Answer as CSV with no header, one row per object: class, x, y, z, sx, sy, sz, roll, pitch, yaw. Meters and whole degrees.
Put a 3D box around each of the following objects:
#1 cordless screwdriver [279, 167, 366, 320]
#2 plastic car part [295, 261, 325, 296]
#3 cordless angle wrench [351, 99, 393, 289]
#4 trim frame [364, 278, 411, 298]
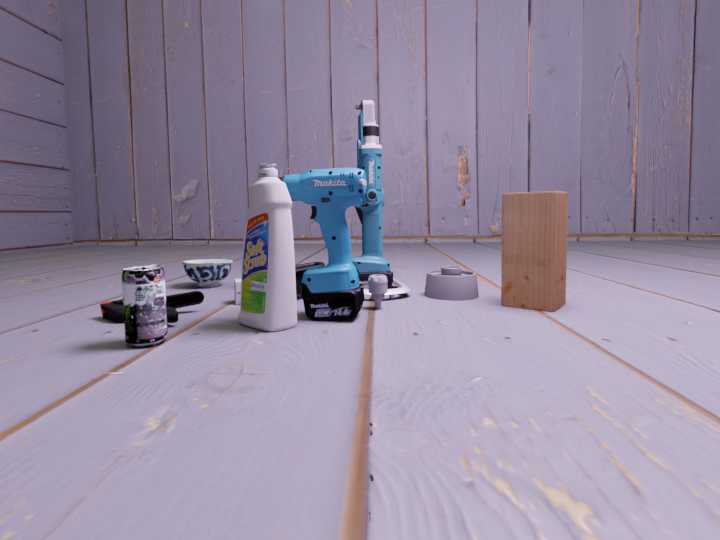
cordless screwdriver,-0.070,-0.046,0.713,0.163,0.247,0.073,0,4,13
plastic car part,-0.121,0.022,0.888,0.111,0.070,0.069,-7,8,-43
cordless angle wrench,0.020,-0.164,0.943,0.098,0.421,0.075,-1,4,-3
trim frame,0.016,0.032,0.956,0.181,0.027,0.254,-2,7,-11
